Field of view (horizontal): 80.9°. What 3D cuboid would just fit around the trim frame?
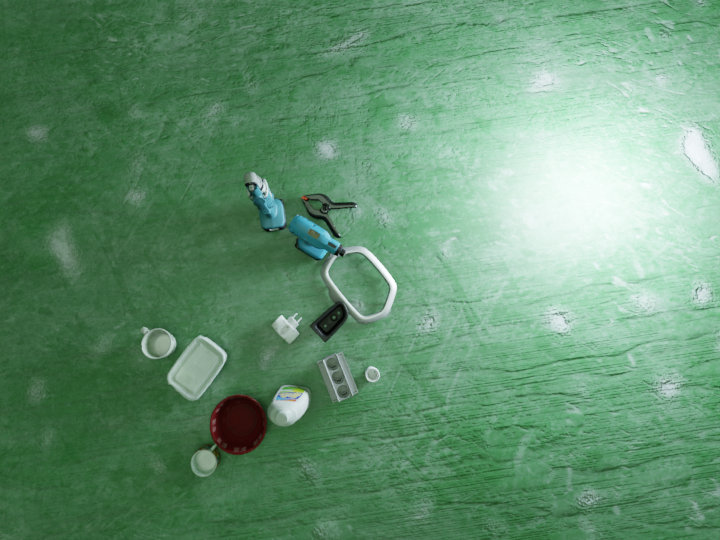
[{"bbox_3d":[-0.007,0.040,1.269,0.183,0.027,0.252,-40,83,-4],"label":"trim frame"}]

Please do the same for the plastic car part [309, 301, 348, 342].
[{"bbox_3d":[-0.084,0.144,1.234,0.116,0.070,0.067,-44,87,-5],"label":"plastic car part"}]

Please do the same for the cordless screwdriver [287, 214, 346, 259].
[{"bbox_3d":[-0.115,-0.075,1.177,0.160,0.247,0.074,32,84,1],"label":"cordless screwdriver"}]

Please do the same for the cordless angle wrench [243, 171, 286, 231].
[{"bbox_3d":[-0.253,-0.184,1.108,0.074,0.421,0.099,-9,86,-5],"label":"cordless angle wrench"}]
